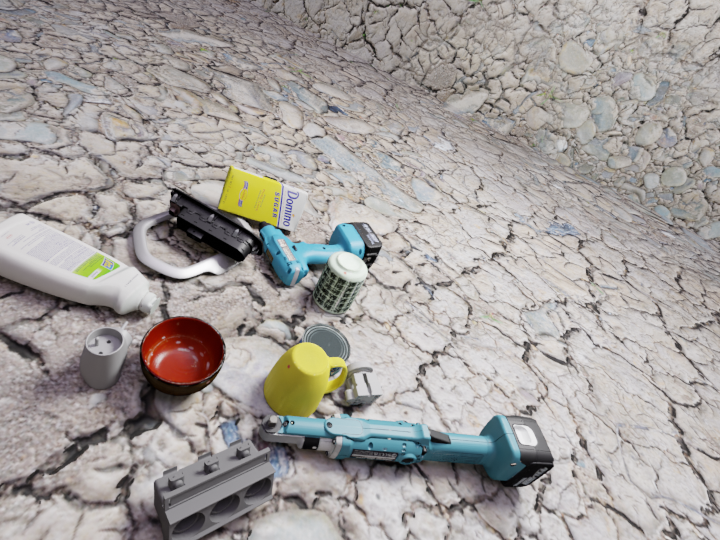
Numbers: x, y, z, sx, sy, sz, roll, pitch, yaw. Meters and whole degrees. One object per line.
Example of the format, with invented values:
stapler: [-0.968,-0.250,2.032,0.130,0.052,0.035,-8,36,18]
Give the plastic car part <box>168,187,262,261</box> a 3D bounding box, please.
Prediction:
plastic car part: [-0.277,-0.077,0.789,0.204,0.066,0.067,26,46,2]

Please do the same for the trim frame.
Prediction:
trim frame: [-0.315,-0.062,0.816,0.190,0.027,0.243,35,36,15]

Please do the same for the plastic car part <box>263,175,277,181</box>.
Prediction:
plastic car part: [-0.228,-0.182,0.974,0.066,0.070,0.117,27,39,-1]

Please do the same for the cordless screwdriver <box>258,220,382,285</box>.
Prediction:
cordless screwdriver: [-0.088,-0.057,0.899,0.239,0.073,0.167,-11,51,-34]

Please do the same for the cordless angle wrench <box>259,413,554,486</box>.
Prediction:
cordless angle wrench: [0.065,0.246,0.608,0.414,0.096,0.077,10,40,-12]
